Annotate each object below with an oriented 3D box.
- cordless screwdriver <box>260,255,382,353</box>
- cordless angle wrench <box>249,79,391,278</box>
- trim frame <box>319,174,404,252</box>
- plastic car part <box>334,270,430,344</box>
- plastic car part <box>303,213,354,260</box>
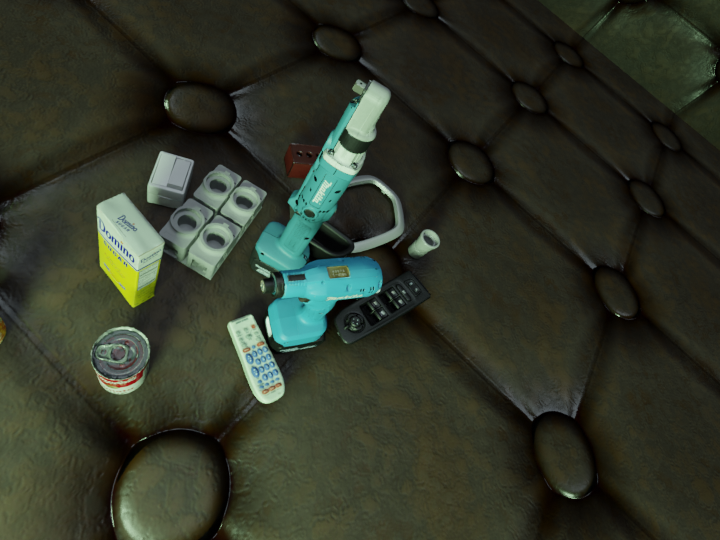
[{"bbox_3d":[-0.091,0.054,0.617,0.153,0.250,0.076,-4,67,-28],"label":"cordless screwdriver"},{"bbox_3d":[-0.066,-0.101,0.611,0.096,0.426,0.075,32,55,-10],"label":"cordless angle wrench"},{"bbox_3d":[-0.008,-0.128,0.896,0.241,0.027,0.189,-23,73,-32],"label":"trim frame"},{"bbox_3d":[0.030,0.072,0.771,0.197,0.067,0.068,-27,77,-33],"label":"plastic car part"},{"bbox_3d":[-0.078,-0.051,0.795,0.116,0.071,0.066,36,54,-2],"label":"plastic car part"}]
